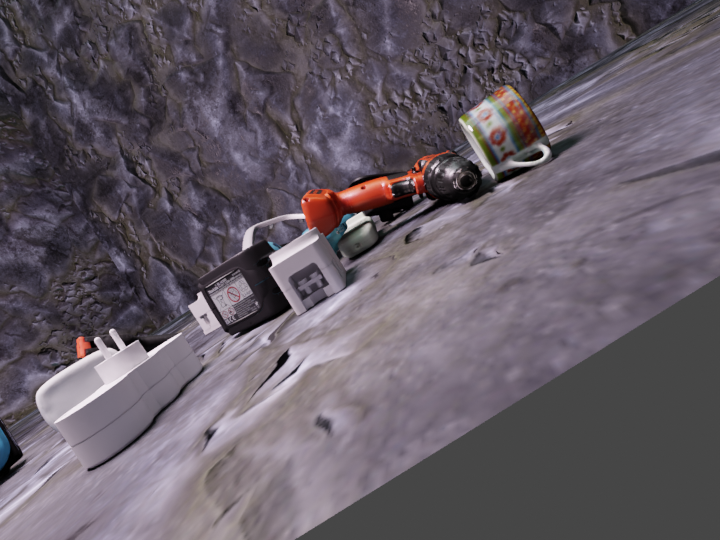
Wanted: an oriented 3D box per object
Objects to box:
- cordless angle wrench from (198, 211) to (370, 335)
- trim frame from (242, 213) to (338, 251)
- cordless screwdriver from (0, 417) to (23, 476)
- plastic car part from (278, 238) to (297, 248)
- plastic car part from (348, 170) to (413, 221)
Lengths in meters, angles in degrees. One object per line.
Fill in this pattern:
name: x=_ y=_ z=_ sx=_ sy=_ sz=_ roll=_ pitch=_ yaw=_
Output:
cordless angle wrench: x=-0.060 y=-0.039 z=0.617 sx=0.100 sy=0.074 sz=0.416 roll=-28 pitch=7 yaw=27
trim frame: x=-0.128 y=-0.061 z=0.790 sx=0.182 sy=0.027 sz=0.258 roll=-11 pitch=25 yaw=-7
cordless screwdriver: x=-0.408 y=0.161 z=0.404 sx=0.073 sy=0.158 sz=0.255 roll=-35 pitch=5 yaw=-36
plastic car part: x=-0.164 y=-0.027 z=0.880 sx=0.064 sy=0.067 sz=0.210 roll=-19 pitch=2 yaw=-42
plastic car part: x=0.037 y=-0.112 z=0.660 sx=0.112 sy=0.071 sz=0.068 roll=-17 pitch=-6 yaw=-37
